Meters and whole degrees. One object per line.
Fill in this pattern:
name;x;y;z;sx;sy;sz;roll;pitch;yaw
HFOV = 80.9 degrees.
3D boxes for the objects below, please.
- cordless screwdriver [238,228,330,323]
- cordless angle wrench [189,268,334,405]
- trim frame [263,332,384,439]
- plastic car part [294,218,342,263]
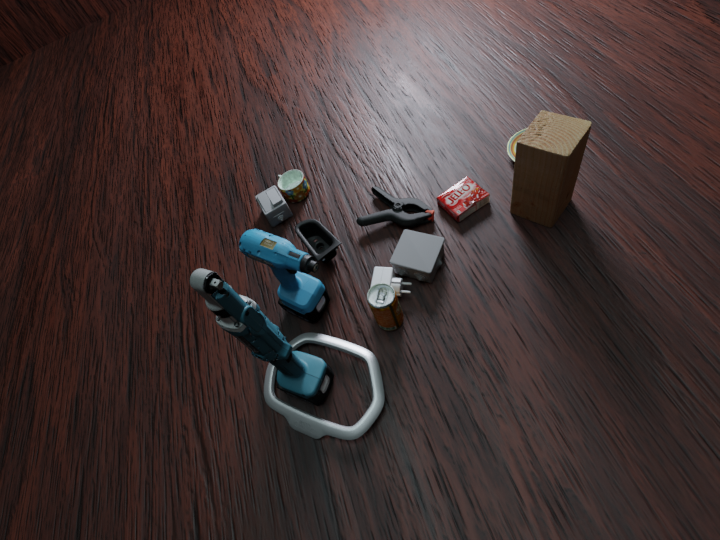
cordless screwdriver;-0.119;0.020;0.812;0.167;0.237;0.074;21;66;27
cordless angle wrench;-0.145;0.111;0.658;0.102;0.403;0.075;13;62;23
trim frame;-0.073;0.215;0.799;0.259;0.026;0.185;11;62;25
plastic car part;-0.094;-0.062;0.962;0.065;0.067;0.123;-37;54;-8
